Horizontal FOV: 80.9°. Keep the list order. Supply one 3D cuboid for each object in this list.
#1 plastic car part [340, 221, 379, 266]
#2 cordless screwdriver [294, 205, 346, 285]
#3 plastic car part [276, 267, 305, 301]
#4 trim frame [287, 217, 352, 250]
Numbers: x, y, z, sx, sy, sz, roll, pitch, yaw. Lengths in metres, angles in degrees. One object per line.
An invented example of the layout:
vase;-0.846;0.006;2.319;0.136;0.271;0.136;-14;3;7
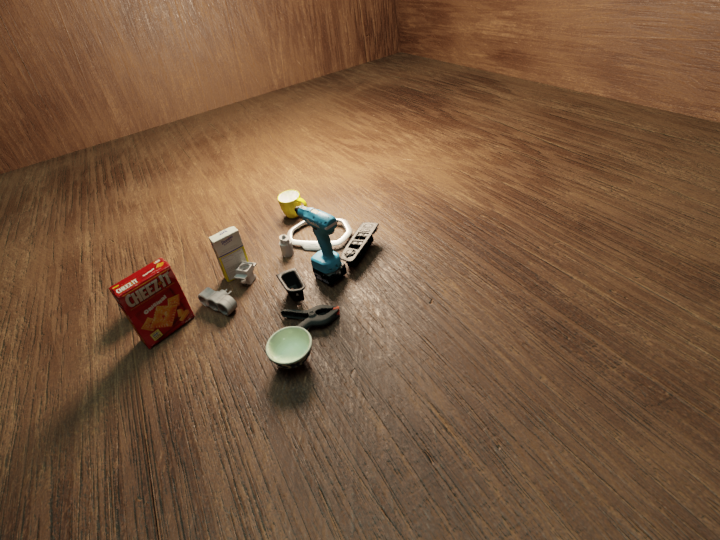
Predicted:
plastic car part;-0.004;-0.083;1.412;0.069;0.064;0.202;12;44;25
cordless screwdriver;-0.127;-0.083;1.304;0.073;0.239;0.168;-35;45;-30
plastic car part;-0.204;0.055;1.291;0.065;0.068;0.123;-22;40;-15
trim frame;-0.152;-0.137;1.546;0.256;0.026;0.186;3;41;17
